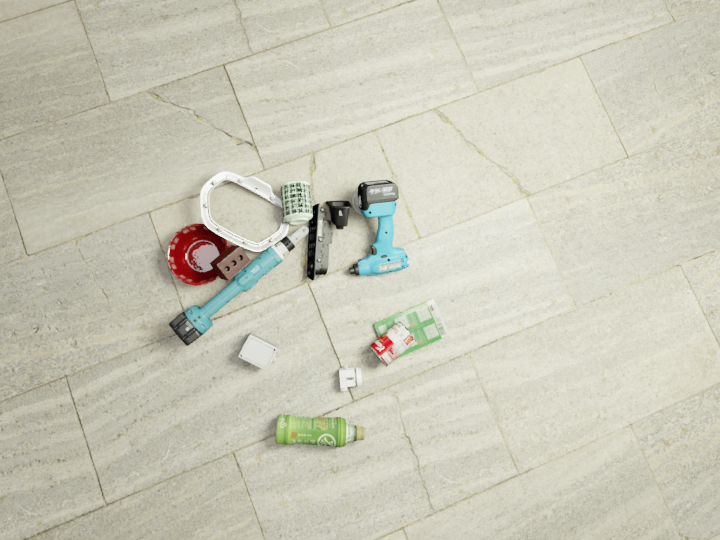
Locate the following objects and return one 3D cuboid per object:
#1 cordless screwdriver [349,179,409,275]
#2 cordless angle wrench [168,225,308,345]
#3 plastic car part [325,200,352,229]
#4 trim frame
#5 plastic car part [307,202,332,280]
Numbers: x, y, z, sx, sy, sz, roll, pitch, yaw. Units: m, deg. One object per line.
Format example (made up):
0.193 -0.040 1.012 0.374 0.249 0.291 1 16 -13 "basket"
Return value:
0.034 -0.105 1.098 0.158 0.076 0.243 -11 108 -5 "cordless screwdriver"
-0.297 0.023 1.095 0.420 0.099 0.074 -42 94 -10 "cordless angle wrench"
-0.056 -0.146 1.121 0.065 0.120 0.069 -3 109 -7 "plastic car part"
-0.302 -0.159 1.115 0.242 0.028 0.185 28 71 -13 "trim frame"
-0.111 -0.072 1.132 0.064 0.069 0.204 11 80 -30 "plastic car part"
